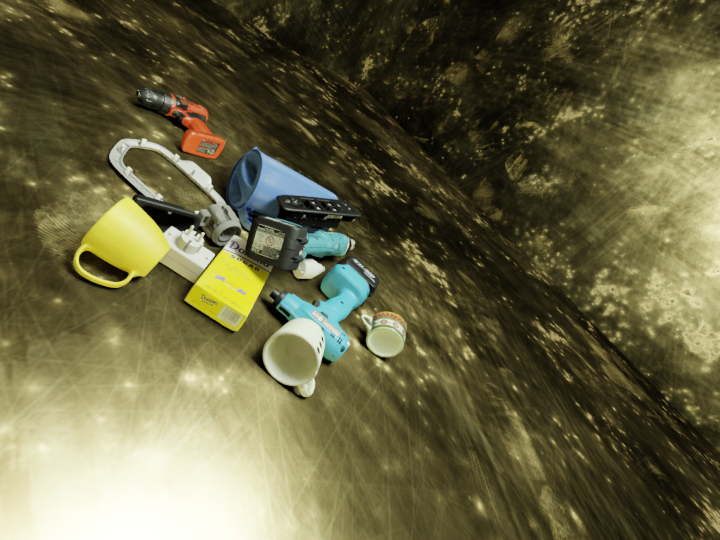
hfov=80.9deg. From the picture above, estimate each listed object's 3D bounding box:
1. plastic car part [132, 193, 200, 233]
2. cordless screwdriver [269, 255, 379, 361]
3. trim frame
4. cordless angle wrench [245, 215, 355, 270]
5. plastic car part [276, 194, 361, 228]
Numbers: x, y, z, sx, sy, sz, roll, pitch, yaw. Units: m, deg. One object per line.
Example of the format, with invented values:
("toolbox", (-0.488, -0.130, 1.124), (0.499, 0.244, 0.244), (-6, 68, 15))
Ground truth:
("plastic car part", (-0.334, -0.093, 0.701), (0.075, 0.066, 0.110), (41, 19, 34))
("cordless screwdriver", (-0.063, 0.047, 0.806), (0.160, 0.075, 0.247), (39, 30, -1))
("trim frame", (-0.368, -0.179, 0.823), (0.251, 0.027, 0.182), (39, 25, 4))
("cordless angle wrench", (-0.086, -0.056, 0.878), (0.101, 0.074, 0.410), (18, 8, 16))
("plastic car part", (-0.098, -0.123, 0.896), (0.193, 0.067, 0.069), (3, 43, -44))
